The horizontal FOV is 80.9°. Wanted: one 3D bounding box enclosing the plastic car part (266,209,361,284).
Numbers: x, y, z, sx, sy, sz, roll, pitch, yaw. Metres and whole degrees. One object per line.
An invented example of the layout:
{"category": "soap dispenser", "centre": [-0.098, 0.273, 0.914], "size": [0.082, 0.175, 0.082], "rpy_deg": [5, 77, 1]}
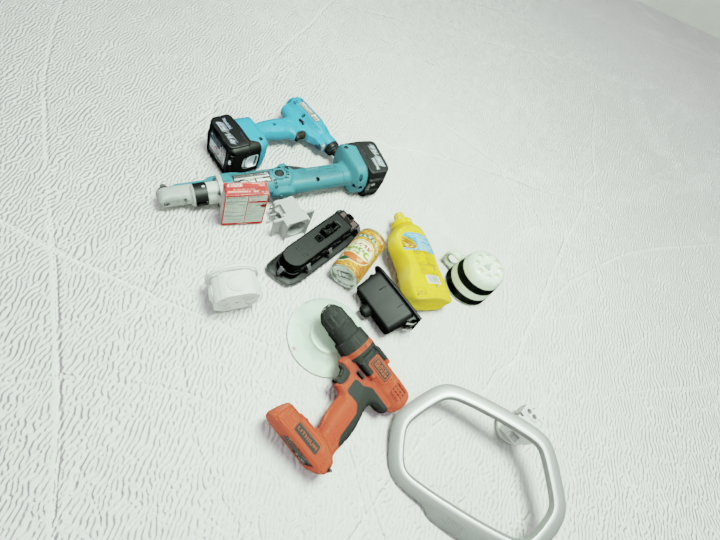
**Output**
{"category": "plastic car part", "centre": [-0.072, -0.047, 0.734], "size": [0.067, 0.067, 0.200], "rpy_deg": [48, 59, 3]}

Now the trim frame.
{"category": "trim frame", "centre": [0.159, 0.273, 0.589], "size": [0.254, 0.027, 0.184], "rpy_deg": [26, 70, 10]}

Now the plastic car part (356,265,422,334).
{"category": "plastic car part", "centre": [0.035, 0.059, 0.704], "size": [0.070, 0.064, 0.121], "rpy_deg": [-33, 70, -18]}

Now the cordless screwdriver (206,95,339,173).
{"category": "cordless screwdriver", "centre": [-0.164, -0.254, 0.829], "size": [0.243, 0.074, 0.164], "rpy_deg": [-32, 73, -36]}

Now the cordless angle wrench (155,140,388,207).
{"category": "cordless angle wrench", "centre": [-0.152, -0.164, 0.778], "size": [0.411, 0.074, 0.101], "rpy_deg": [-14, 65, -22]}
